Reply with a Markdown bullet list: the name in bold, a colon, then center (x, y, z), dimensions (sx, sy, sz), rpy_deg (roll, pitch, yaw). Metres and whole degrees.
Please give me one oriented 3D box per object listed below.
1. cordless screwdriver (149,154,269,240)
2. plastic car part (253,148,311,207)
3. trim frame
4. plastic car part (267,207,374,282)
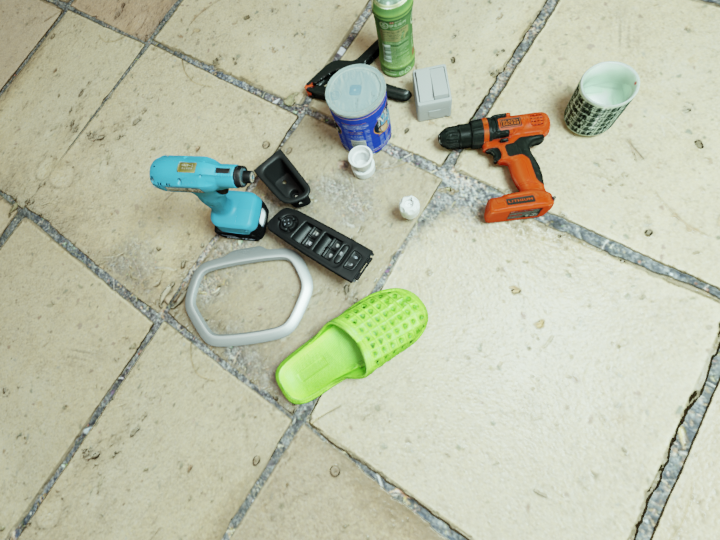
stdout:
- **cordless screwdriver**: center (-0.217, -0.118, 0.714), dimensions (0.163, 0.240, 0.075), rpy_deg (6, 77, 12)
- **plastic car part**: center (-0.135, -0.158, 0.797), dimensions (0.066, 0.068, 0.121), rpy_deg (-39, 70, -1)
- **trim frame**: center (-0.207, 0.043, 0.778), dimensions (0.252, 0.026, 0.188), rpy_deg (-11, 72, 10)
- **plastic car part**: center (-0.074, -0.048, 0.752), dimensions (0.211, 0.064, 0.066), rpy_deg (31, 83, 19)
